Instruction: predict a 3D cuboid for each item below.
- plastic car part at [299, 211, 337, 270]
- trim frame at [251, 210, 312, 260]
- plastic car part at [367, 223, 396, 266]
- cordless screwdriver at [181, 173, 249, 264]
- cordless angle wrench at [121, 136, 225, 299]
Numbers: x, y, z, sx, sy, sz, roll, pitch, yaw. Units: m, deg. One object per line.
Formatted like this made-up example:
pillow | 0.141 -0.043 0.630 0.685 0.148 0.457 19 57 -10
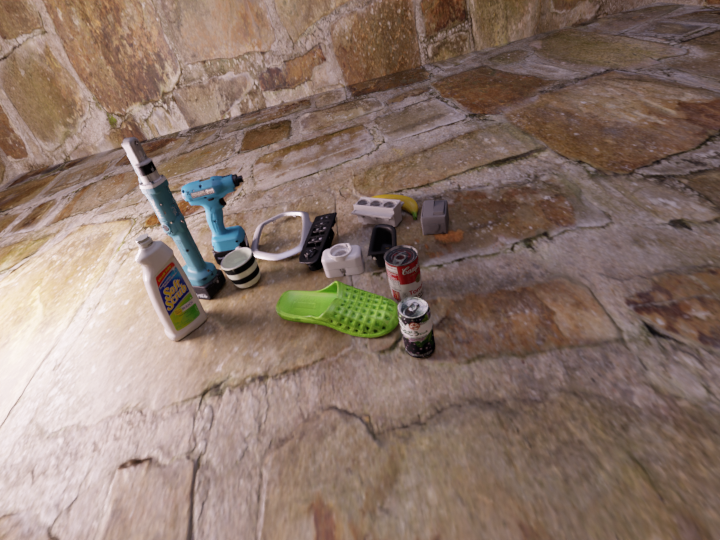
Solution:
plastic car part | -0.107 -0.070 1.094 0.068 0.064 0.205 -3 37 17
trim frame | -0.223 -0.103 1.220 0.186 0.026 0.256 -13 35 6
plastic car part | 0.058 -0.051 0.997 0.067 0.068 0.119 -6 36 13
cordless screwdriver | -0.360 -0.140 1.142 0.160 0.239 0.077 -13 33 3
cordless angle wrench | -0.441 -0.113 0.994 0.102 0.406 0.074 3 37 25
